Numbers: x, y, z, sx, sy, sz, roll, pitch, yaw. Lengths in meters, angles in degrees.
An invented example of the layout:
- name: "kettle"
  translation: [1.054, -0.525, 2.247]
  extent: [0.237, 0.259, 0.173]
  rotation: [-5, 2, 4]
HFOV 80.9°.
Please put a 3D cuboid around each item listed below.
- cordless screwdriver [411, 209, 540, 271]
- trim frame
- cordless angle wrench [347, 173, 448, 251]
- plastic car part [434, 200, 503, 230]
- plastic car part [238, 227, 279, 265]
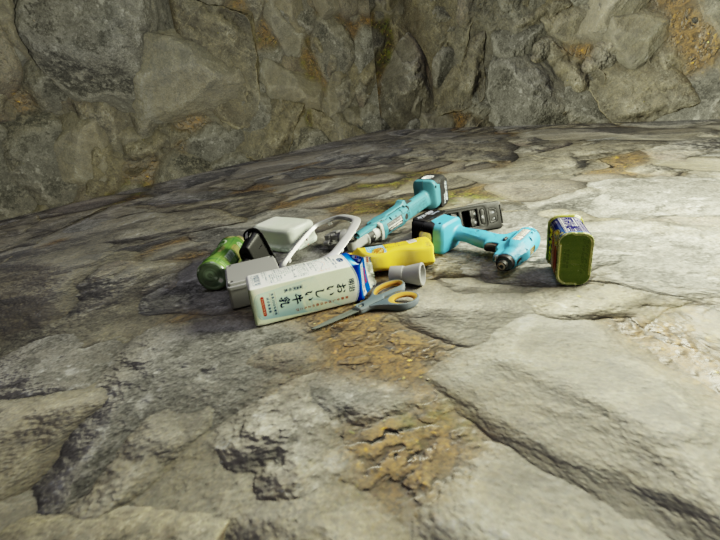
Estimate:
- name: "cordless screwdriver"
  translation: [0.221, -0.060, 0.878]
  extent: [0.262, 0.072, 0.155]
  rotation: [15, 32, 37]
- name: "trim frame"
  translation: [-0.096, -0.063, 0.985]
  extent: [0.192, 0.026, 0.249]
  rotation: [-8, 35, 32]
- name: "cordless angle wrench"
  translation: [0.100, -0.147, 1.115]
  extent: [0.078, 0.095, 0.414]
  rotation: [10, 34, 39]
- name: "plastic car part"
  translation: [0.233, -0.123, 1.028]
  extent: [0.202, 0.065, 0.068]
  rotation: [-10, 12, -4]
- name: "plastic car part"
  translation: [-0.239, -0.030, 0.945]
  extent: [0.068, 0.111, 0.072]
  rotation: [1, 47, 22]
